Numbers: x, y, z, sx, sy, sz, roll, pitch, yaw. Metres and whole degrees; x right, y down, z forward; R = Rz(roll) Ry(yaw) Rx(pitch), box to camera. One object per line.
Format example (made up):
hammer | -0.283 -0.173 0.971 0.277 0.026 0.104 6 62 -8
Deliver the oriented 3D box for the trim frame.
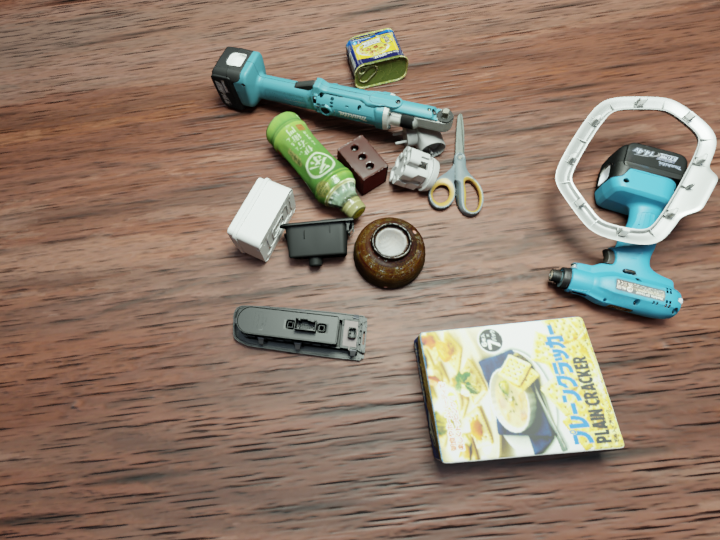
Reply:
trim frame | 0.395 -0.151 0.602 0.189 0.027 0.248 33 78 15

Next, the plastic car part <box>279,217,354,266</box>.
plastic car part | -0.065 -0.043 0.665 0.117 0.065 0.072 -7 83 5

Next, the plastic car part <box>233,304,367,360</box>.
plastic car part | -0.094 0.085 0.613 0.206 0.065 0.067 5 76 9

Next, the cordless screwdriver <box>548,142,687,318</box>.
cordless screwdriver | 0.378 -0.065 0.625 0.162 0.072 0.251 14 74 10

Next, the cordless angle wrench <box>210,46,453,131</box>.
cordless angle wrench | -0.053 -0.298 0.731 0.435 0.094 0.075 18 71 15
